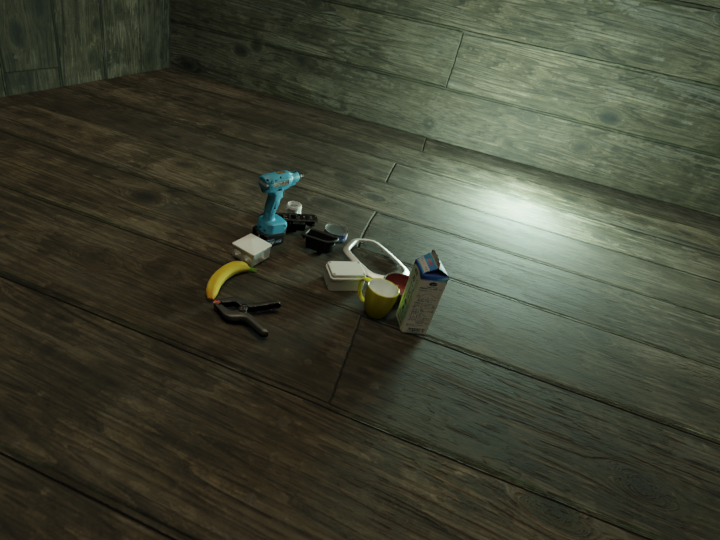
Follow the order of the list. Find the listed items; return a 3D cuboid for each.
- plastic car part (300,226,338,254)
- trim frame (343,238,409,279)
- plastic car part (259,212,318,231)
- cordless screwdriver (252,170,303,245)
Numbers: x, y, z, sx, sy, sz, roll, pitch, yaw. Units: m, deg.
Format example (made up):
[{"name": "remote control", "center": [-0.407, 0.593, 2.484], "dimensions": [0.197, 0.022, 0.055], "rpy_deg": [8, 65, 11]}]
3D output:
[{"name": "plastic car part", "center": [-0.136, -0.089, 1.393], "dimensions": [0.120, 0.069, 0.065], "rpy_deg": [23, 33, 14]}, {"name": "trim frame", "center": [0.051, -0.036, 1.412], "dimensions": [0.177, 0.027, 0.263], "rpy_deg": [-14, 41, -34]}, {"name": "plastic car part", "center": [-0.255, -0.170, 1.479], "dimensions": [0.199, 0.066, 0.069], "rpy_deg": [5, 34, -11]}, {"name": "cordless screwdriver", "center": [-0.265, -0.205, 1.365], "dimensions": [0.078, 0.244, 0.154], "rpy_deg": [37, 38, 30]}]
